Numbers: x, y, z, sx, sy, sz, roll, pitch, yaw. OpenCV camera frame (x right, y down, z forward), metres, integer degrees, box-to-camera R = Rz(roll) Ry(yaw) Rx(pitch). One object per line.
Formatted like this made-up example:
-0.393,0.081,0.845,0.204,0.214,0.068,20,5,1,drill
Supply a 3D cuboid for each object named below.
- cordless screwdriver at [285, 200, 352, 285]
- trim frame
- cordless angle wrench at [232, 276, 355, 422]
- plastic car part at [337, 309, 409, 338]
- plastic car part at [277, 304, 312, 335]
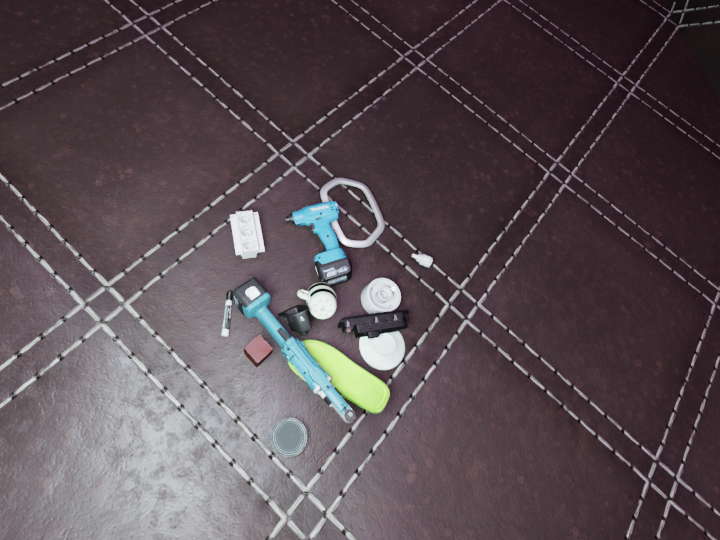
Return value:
-0.119,-0.078,1.218,0.159,0.072,0.256,-14,68,-2,cordless screwdriver
-0.029,-0.182,1.312,0.180,0.027,0.255,-17,73,-20,trim frame
-0.162,0.196,1.037,0.073,0.096,0.439,-35,68,-25,cordless angle wrench
0.045,0.146,1.145,0.199,0.065,0.070,-10,55,-15,plastic car part
-0.161,0.134,1.102,0.064,0.121,0.070,-25,101,-23,plastic car part
